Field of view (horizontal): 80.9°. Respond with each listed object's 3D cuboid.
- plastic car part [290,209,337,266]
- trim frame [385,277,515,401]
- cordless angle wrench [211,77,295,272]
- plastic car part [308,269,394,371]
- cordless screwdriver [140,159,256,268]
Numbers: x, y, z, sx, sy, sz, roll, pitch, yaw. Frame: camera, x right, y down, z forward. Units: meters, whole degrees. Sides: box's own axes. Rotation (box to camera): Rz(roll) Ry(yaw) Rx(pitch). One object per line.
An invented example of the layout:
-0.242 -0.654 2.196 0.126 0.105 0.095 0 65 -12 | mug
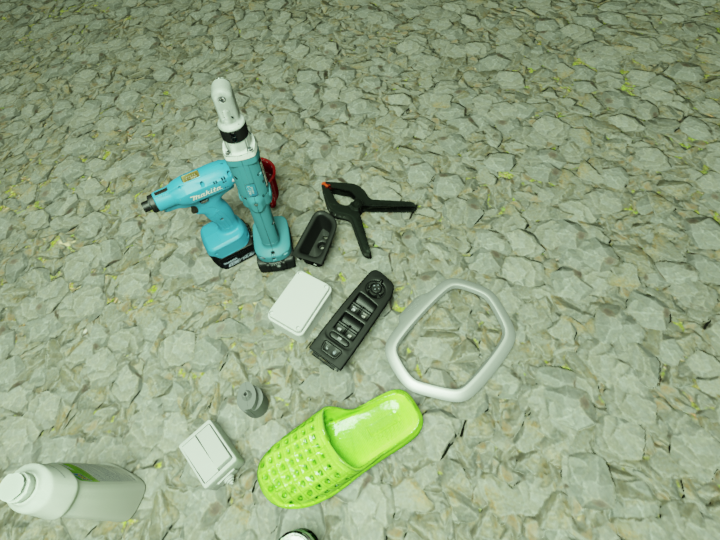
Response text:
-0.084 -0.055 0.855 0.068 0.068 0.117 17 62 13 | plastic car part
0.158 0.116 0.751 0.192 0.026 0.246 37 69 24 | trim frame
-0.178 -0.134 0.714 0.074 0.409 0.101 -9 60 -4 | cordless angle wrench
-0.007 0.089 0.762 0.069 0.065 0.202 29 66 19 | plastic car part
-0.291 -0.091 0.798 0.157 0.241 0.078 -25 63 -12 | cordless screwdriver
